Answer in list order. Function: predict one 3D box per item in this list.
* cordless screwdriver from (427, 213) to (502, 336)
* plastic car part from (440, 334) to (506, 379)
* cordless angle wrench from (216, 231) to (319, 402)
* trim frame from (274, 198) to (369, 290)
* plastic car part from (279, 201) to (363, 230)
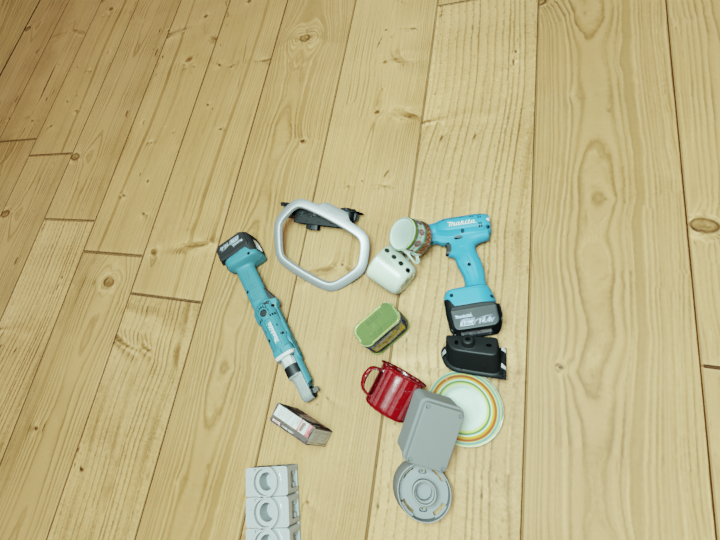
[{"bbox_3d":[0.188,0.006,0.841,0.163,0.071,0.255,-9,63,18],"label":"cordless screwdriver"},{"bbox_3d":[0.205,0.146,0.770,0.120,0.068,0.066,4,44,20],"label":"plastic car part"},{"bbox_3d":[-0.208,0.099,0.962,0.098,0.071,0.441,-35,63,5],"label":"cordless angle wrench"},{"bbox_3d":[-0.095,-0.062,0.969,0.258,0.026,0.183,29,102,20],"label":"trim frame"},{"bbox_3d":[-0.095,-0.129,1.011,0.211,0.063,0.067,5,82,23],"label":"plastic car part"}]
